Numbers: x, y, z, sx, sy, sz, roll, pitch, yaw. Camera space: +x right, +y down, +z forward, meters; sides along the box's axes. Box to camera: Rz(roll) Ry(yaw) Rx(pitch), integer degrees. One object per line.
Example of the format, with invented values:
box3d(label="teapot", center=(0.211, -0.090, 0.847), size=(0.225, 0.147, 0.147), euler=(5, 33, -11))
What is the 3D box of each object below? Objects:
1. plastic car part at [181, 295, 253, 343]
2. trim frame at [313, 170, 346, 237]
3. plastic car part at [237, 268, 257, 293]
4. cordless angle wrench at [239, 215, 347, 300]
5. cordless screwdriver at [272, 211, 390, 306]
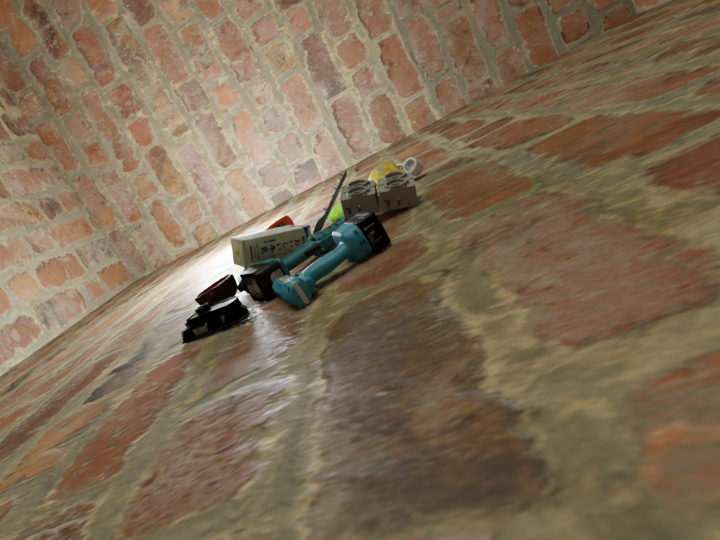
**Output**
box3d(label="plastic car part", center=(-0.319, 0.101, 0.928), size=(0.209, 0.066, 0.065), euler=(-16, 11, 29))
box3d(label="trim frame", center=(-0.093, -0.188, 1.229), size=(0.248, 0.027, 0.186), euler=(-54, 13, 52))
box3d(label="plastic car part", center=(-0.298, 0.025, 1.120), size=(0.071, 0.064, 0.120), euler=(-45, 21, -1))
box3d(label="cordless angle wrench", center=(-0.102, -0.067, 1.048), size=(0.415, 0.073, 0.102), euler=(-38, 19, -34))
box3d(label="cordless screwdriver", center=(-0.070, -0.023, 0.864), size=(0.246, 0.072, 0.165), euler=(-39, 18, -18))
